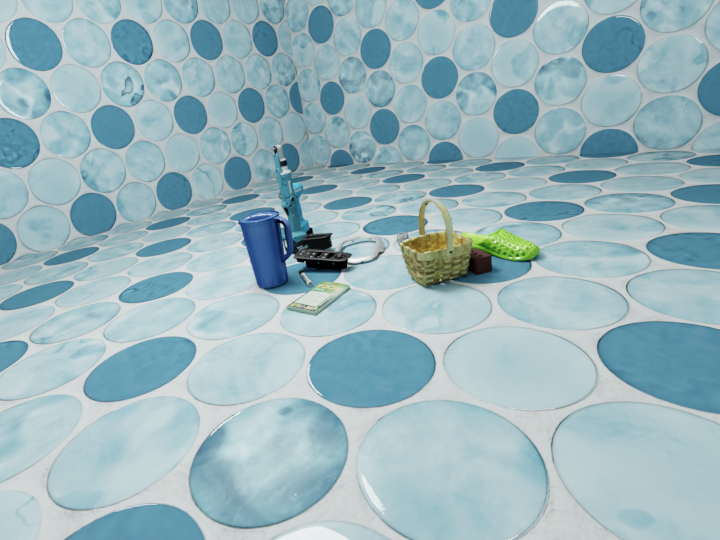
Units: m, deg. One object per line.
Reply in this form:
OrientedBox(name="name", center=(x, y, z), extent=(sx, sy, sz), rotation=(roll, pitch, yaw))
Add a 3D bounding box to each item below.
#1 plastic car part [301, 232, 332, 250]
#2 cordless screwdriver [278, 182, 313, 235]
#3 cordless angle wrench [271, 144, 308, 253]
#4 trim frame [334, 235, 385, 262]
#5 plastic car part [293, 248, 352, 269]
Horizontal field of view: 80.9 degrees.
OrientedBox(name="plastic car part", center=(-0.160, -0.104, 1.634), extent=(0.121, 0.069, 0.065), rotation=(0, 22, 24))
OrientedBox(name="cordless screwdriver", center=(-0.275, -0.231, 1.761), extent=(0.077, 0.243, 0.157), rotation=(0, 21, 24))
OrientedBox(name="cordless angle wrench", center=(-0.281, -0.276, 1.648), extent=(0.095, 0.413, 0.078), rotation=(-24, 24, -39))
OrientedBox(name="trim frame", center=(-0.004, -0.080, 1.561), extent=(0.188, 0.027, 0.250), rotation=(-5, 23, 12))
OrientedBox(name="plastic car part", center=(-0.127, -0.034, 1.453), extent=(0.211, 0.065, 0.065), rotation=(0, 22, 25))
